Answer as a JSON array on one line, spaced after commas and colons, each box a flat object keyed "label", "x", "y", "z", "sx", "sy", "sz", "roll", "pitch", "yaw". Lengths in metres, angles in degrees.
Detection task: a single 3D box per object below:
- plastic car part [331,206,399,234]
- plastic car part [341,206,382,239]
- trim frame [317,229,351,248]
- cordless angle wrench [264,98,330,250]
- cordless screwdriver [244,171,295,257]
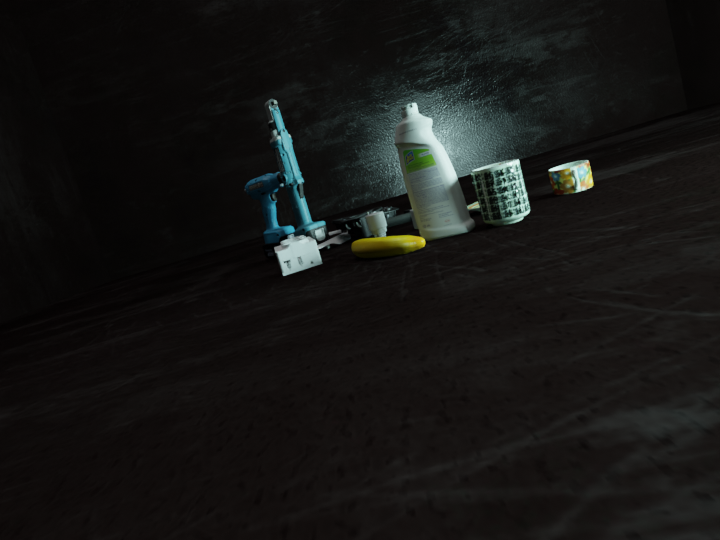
[{"label": "plastic car part", "x": 0.024, "y": -0.136, "z": 1.174, "sx": 0.198, "sy": 0.066, "sz": 0.069, "roll": -22, "pitch": 10, "yaw": -25}, {"label": "plastic car part", "x": 0.021, "y": -0.112, "z": 1.049, "sx": 0.069, "sy": 0.070, "sz": 0.113, "roll": -8, "pitch": 13, "yaw": 47}, {"label": "trim frame", "x": -0.117, "y": -0.076, "z": 1.196, "sx": 0.192, "sy": 0.027, "sz": 0.241, "roll": -9, "pitch": 13, "yaw": 36}, {"label": "cordless angle wrench", "x": -0.187, "y": -0.254, "z": 1.152, "sx": 0.072, "sy": 0.419, "sz": 0.102, "roll": -21, "pitch": 8, "yaw": -38}, {"label": "cordless screwdriver", "x": -0.248, "y": -0.166, "z": 1.262, "sx": 0.166, "sy": 0.246, "sz": 0.072, "roll": -11, "pitch": 8, "yaw": 37}]
